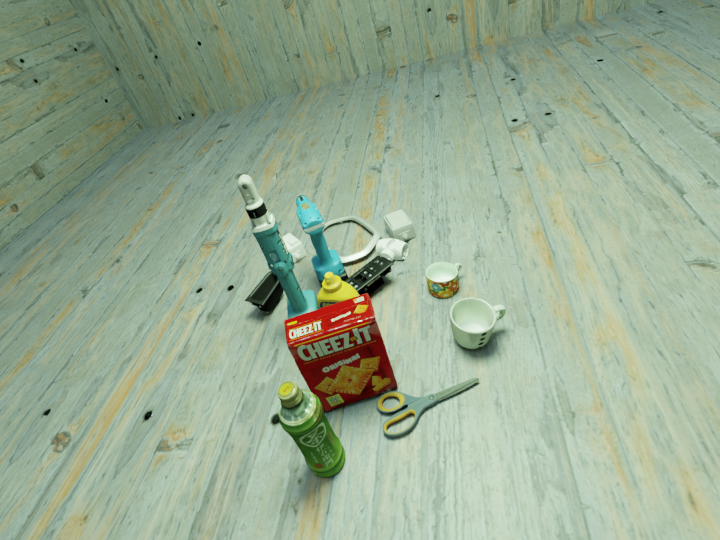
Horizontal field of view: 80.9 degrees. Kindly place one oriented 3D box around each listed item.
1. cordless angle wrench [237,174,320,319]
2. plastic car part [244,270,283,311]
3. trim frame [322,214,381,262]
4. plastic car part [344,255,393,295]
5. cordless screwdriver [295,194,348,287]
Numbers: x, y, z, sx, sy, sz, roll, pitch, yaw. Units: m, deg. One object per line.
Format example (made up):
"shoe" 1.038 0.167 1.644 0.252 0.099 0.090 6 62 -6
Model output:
"cordless angle wrench" -0.173 -0.020 0.919 0.075 0.404 0.102 -15 37 4
"plastic car part" -0.240 0.064 1.122 0.069 0.068 0.116 8 46 31
"trim frame" -0.048 -0.097 1.260 0.182 0.026 0.263 -32 39 -14
"plastic car part" -0.007 0.044 1.043 0.200 0.064 0.070 -34 40 -17
"cordless screwdriver" -0.106 -0.069 1.082 0.074 0.238 0.167 -22 37 -5
